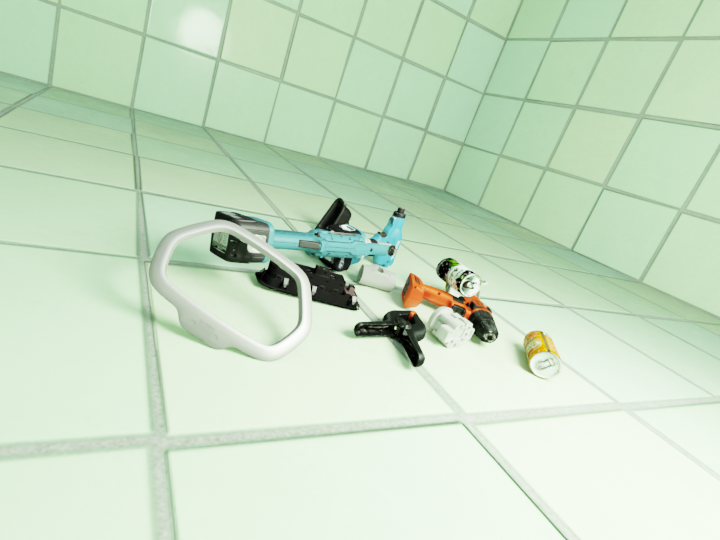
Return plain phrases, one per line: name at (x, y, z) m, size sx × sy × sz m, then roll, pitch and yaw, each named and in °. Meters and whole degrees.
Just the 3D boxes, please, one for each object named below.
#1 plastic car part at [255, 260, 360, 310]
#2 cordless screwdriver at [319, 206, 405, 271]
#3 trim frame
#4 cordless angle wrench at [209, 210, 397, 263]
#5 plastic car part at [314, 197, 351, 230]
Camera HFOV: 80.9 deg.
plastic car part at (-0.094, 0.021, 0.789) m, size 0.198 × 0.066 × 0.068 m, roll 11°, pitch 26°, yaw -12°
cordless screwdriver at (0.016, -0.080, 1.019) m, size 0.237 × 0.157 × 0.079 m, roll -5°, pitch 30°, yaw -47°
trim frame at (-0.177, 0.022, 0.605) m, size 0.246 × 0.028 × 0.184 m, roll 34°, pitch 48°, yaw -5°
cordless angle wrench at (-0.081, -0.053, 0.828) m, size 0.402 × 0.074 × 0.104 m, roll 2°, pitch 14°, yaw -42°
plastic car part at (-0.065, -0.140, 1.206) m, size 0.067 × 0.116 × 0.070 m, roll 35°, pitch 3°, yaw -45°
